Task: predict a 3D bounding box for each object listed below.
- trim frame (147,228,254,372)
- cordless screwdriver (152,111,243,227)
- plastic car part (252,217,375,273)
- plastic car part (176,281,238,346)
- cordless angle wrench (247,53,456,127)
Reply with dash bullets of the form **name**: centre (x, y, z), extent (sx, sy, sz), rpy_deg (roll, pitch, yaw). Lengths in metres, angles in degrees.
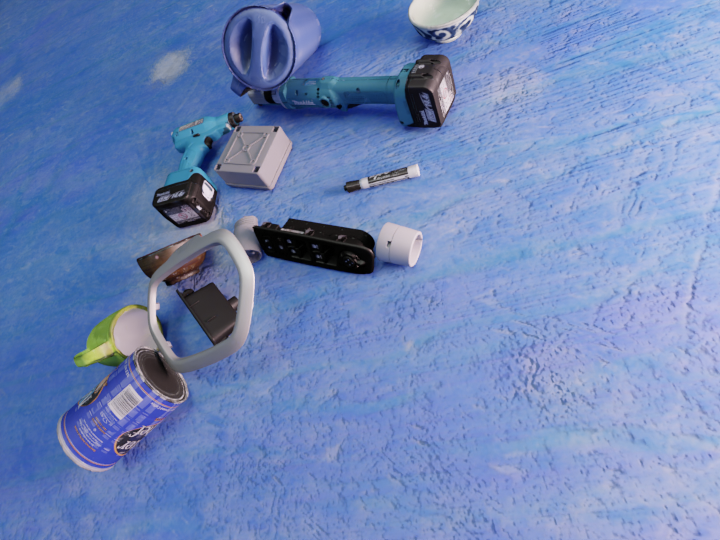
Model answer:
- **trim frame**: centre (-0.232, 0.042, 0.598), extent (0.255, 0.026, 0.188), rpy_deg (-27, 73, 33)
- **cordless screwdriver**: centre (-0.309, -0.211, 0.828), extent (0.163, 0.070, 0.257), rpy_deg (-15, 55, 15)
- **plastic car part**: centre (-0.062, -0.041, 0.637), extent (0.213, 0.064, 0.066), rpy_deg (15, 45, 31)
- **plastic car part**: centre (-0.221, 0.064, 0.653), extent (0.070, 0.063, 0.123), rpy_deg (-41, 58, -19)
- **cordless angle wrench**: centre (-0.050, -0.319, 0.762), extent (0.445, 0.093, 0.074), rpy_deg (15, 67, 33)
